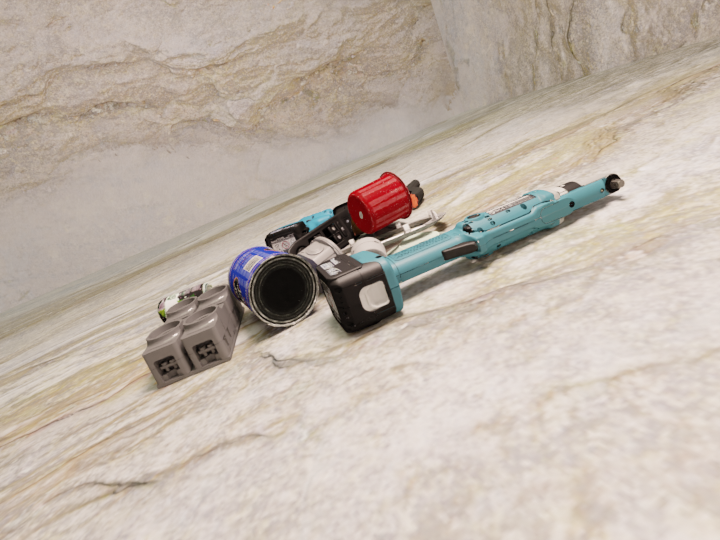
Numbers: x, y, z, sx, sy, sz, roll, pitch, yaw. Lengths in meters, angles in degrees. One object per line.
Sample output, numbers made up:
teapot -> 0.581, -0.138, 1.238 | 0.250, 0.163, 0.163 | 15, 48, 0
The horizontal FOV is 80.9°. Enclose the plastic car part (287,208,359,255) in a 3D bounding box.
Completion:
plastic car part -> -0.084, -0.055, 0.858 | 0.069, 0.065, 0.199 | -20, 14, 43

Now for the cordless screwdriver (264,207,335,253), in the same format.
cordless screwdriver -> -0.155, -0.084, 1.008 | 0.163, 0.073, 0.247 | -16, 15, 19

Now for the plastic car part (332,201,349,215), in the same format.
plastic car part -> -0.014, -0.129, 1.003 | 0.120, 0.063, 0.072 | -18, 30, 24

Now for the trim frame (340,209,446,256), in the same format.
trim frame -> 0.034, -0.060, 0.757 | 0.249, 0.027, 0.185 | -23, 7, 2

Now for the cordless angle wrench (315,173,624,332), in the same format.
cordless angle wrench -> 0.153, -0.045, 0.548 | 0.419, 0.073, 0.101 | -23, 16, -9
